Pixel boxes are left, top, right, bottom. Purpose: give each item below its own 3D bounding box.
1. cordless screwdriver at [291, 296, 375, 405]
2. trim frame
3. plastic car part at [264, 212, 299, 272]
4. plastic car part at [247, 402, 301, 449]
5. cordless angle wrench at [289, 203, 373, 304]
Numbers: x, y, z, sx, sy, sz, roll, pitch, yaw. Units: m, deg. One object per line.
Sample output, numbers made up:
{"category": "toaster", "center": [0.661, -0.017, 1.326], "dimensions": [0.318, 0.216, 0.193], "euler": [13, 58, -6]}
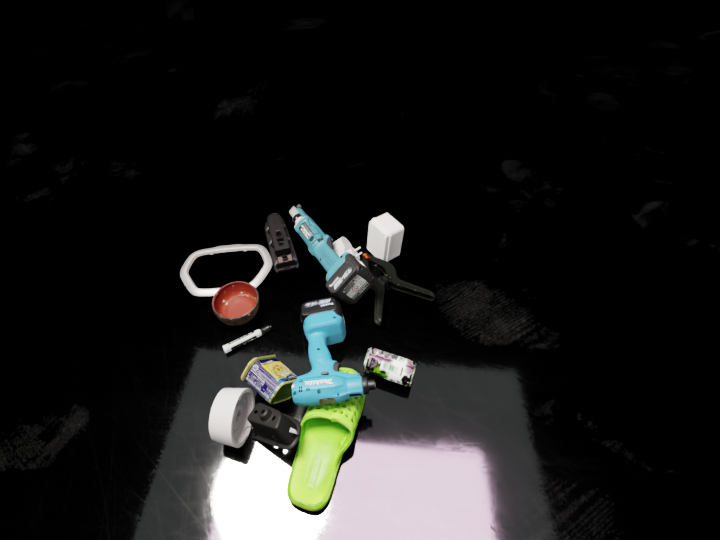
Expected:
{"category": "cordless screwdriver", "center": [-0.057, 0.166, 0.893], "dimensions": [0.161, 0.071, 0.257], "euler": [-10, 37, 5]}
{"category": "trim frame", "center": [-0.361, -0.007, 1.139], "dimensions": [0.248, 0.026, 0.191], "euler": [-8, 50, -1]}
{"category": "plastic car part", "center": [-0.230, -0.089, 1.182], "dimensions": [0.066, 0.064, 0.213], "euler": [-19, 47, -5]}
{"category": "plastic car part", "center": [-0.170, 0.288, 0.804], "dimensions": [0.122, 0.068, 0.066], "euler": [-5, 39, 45]}
{"category": "cordless angle wrench", "center": [-0.109, -0.071, 1.112], "dimensions": [0.098, 0.070, 0.446], "euler": [-49, 41, 6]}
